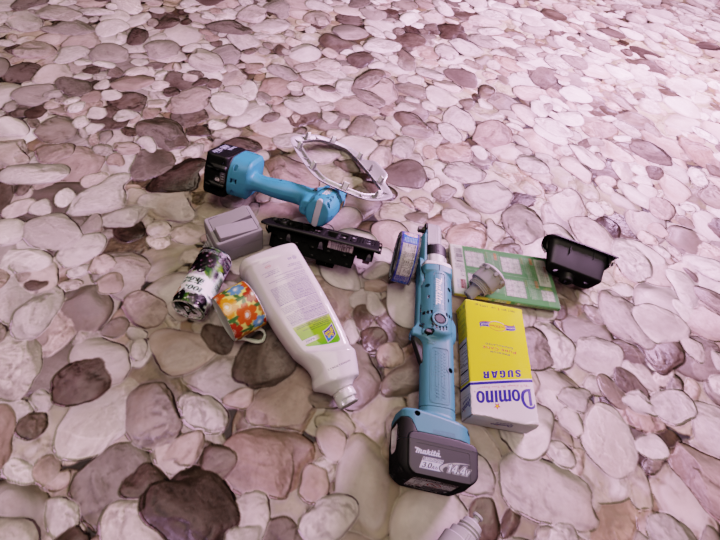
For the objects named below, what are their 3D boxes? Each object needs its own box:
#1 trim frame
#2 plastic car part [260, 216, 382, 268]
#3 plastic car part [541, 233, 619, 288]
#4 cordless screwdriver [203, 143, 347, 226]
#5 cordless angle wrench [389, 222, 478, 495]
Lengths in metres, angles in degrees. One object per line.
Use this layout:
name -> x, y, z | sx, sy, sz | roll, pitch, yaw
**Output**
trim frame -> -0.035, -0.205, 0.809 | 0.176, 0.027, 0.262 | 4, 36, -32
plastic car part -> -0.069, -0.045, 0.707 | 0.205, 0.066, 0.066 | 18, 24, 5
plastic car part -> 0.364, -0.007, 0.726 | 0.117, 0.065, 0.071 | 20, 63, 1
cordless screwdriver -> -0.147, -0.159, 0.769 | 0.253, 0.073, 0.159 | 20, 28, 8
cordless angle wrench -> 0.108, 0.086, 0.630 | 0.098, 0.073, 0.432 | 10, 51, -2
